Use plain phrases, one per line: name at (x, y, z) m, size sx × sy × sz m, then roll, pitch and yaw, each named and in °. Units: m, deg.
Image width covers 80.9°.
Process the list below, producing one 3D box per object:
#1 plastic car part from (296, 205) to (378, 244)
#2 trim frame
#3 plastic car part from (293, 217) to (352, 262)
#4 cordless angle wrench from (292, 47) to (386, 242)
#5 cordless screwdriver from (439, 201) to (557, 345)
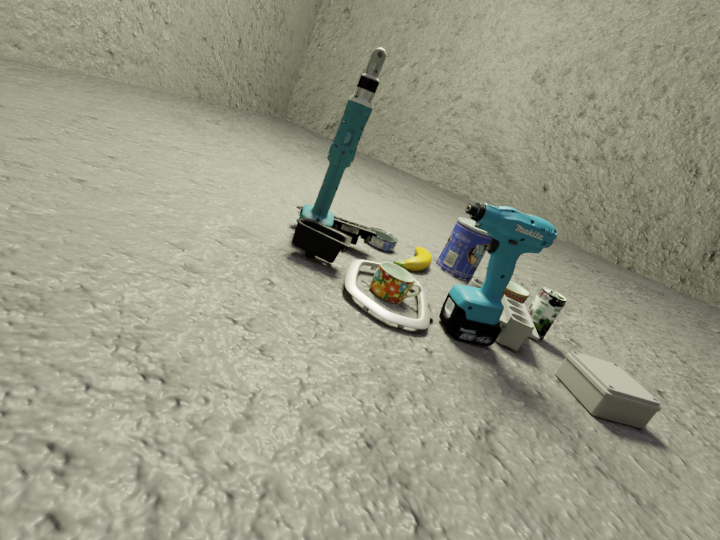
plastic car part at (-0.062, -0.104, 1.014) m, size 0.205 × 0.066 × 0.066 m, roll 23°, pitch 19°, yaw 5°
trim frame at (0.058, 0.041, 0.818) m, size 0.185 × 0.027 × 0.250 m, roll 21°, pitch 20°, yaw -1°
plastic car part at (-0.084, -0.055, 0.859) m, size 0.117 × 0.070 × 0.066 m, roll 22°, pitch 19°, yaw 1°
cordless angle wrench at (-0.039, -0.244, 0.878) m, size 0.073 × 0.420 × 0.100 m, roll 20°, pitch 19°, yaw -10°
cordless screwdriver at (0.214, 0.004, 0.747) m, size 0.156 × 0.247 × 0.076 m, roll 19°, pitch 20°, yaw -12°
